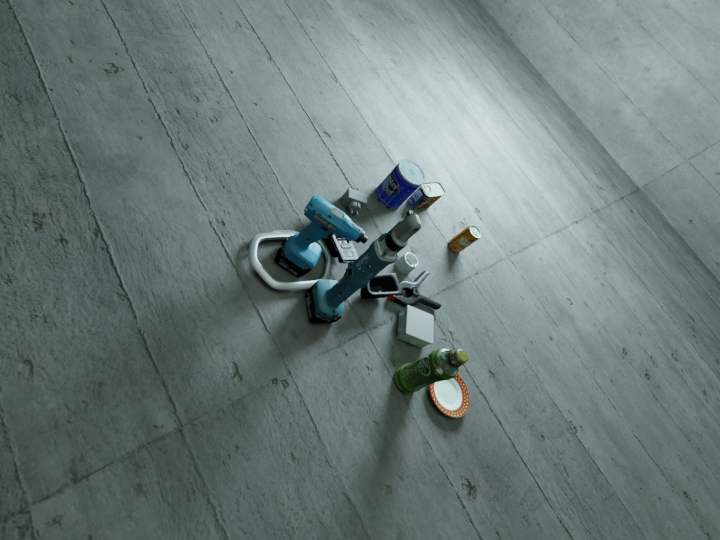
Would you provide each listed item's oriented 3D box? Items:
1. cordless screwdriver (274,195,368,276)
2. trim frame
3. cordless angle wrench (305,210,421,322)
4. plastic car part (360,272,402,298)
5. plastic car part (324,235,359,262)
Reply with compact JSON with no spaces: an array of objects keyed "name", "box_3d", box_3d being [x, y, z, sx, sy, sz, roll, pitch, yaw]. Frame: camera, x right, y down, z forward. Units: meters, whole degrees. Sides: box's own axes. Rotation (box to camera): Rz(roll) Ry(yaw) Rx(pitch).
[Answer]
[{"name":"cordless screwdriver","box_3d":[-0.101,-0.066,1.034,0.157,0.251,0.075,34,50,-10]},{"name":"trim frame","box_3d":[-0.179,-0.032,1.115,0.238,0.028,0.190,-4,62,-32]},{"name":"cordless angle wrench","box_3d":[-0.001,0.004,0.928,0.071,0.428,0.101,4,61,-31]},{"name":"plastic car part","box_3d":[0.044,0.051,1.158,0.112,0.071,0.068,-4,64,-33]},{"name":"plastic car part","box_3d":[-0.073,-0.101,1.194,0.063,0.067,0.210,-6,64,-34]}]
